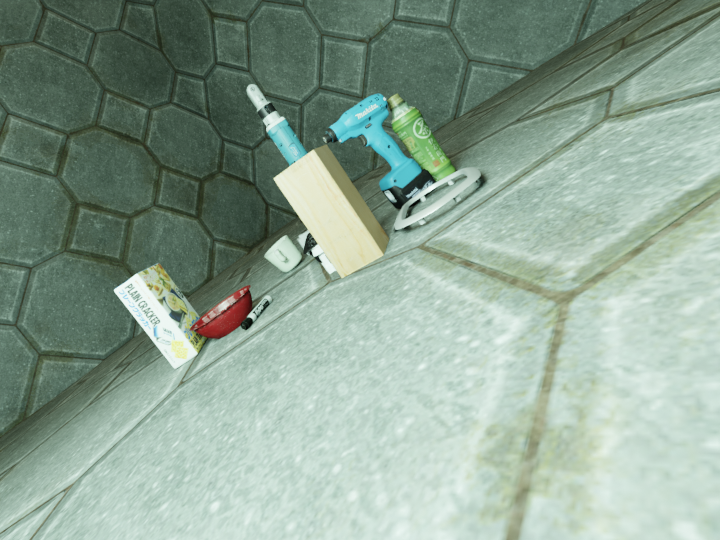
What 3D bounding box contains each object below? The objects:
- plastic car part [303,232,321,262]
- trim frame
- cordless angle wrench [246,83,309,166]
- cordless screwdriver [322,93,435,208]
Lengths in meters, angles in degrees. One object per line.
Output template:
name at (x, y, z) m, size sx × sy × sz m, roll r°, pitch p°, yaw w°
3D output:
plastic car part at (-0.101, -0.066, 1.030) m, size 0.067 × 0.066 × 0.205 m, roll -33°, pitch 13°, yaw 8°
trim frame at (0.134, -0.132, 0.779) m, size 0.187 × 0.027 × 0.249 m, roll -30°, pitch 14°, yaw 18°
cordless angle wrench at (-0.135, -0.246, 0.980) m, size 0.074 × 0.417 × 0.100 m, roll -35°, pitch 8°, yaw -6°
cordless screwdriver at (0.040, -0.244, 0.927) m, size 0.158 × 0.245 × 0.076 m, roll -36°, pitch 8°, yaw -10°
